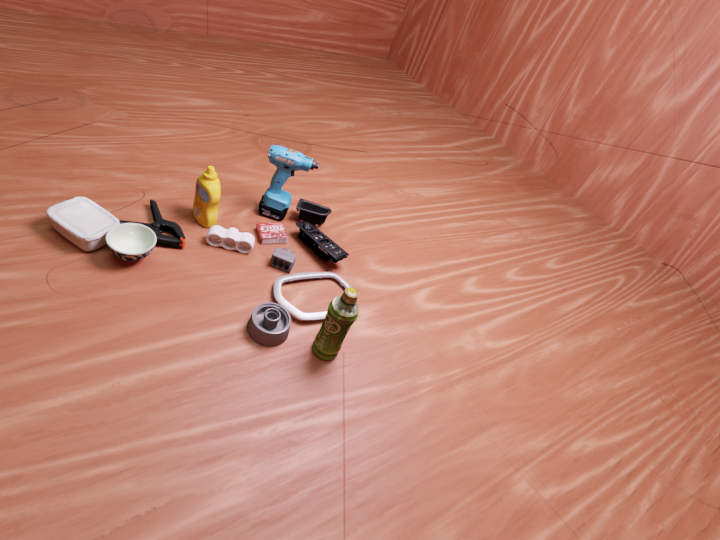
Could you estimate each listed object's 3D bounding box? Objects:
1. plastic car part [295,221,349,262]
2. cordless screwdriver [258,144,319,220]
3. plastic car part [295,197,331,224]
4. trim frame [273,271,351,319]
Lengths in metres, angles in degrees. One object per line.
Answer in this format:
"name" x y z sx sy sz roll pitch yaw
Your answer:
"plastic car part" -0.130 -0.085 1.334 0.064 0.066 0.212 -22 55 -41
"cordless screwdriver" -0.237 -0.275 1.366 0.157 0.246 0.076 18 39 -7
"plastic car part" -0.164 -0.188 1.436 0.116 0.070 0.067 20 39 -2
"trim frame" -0.127 0.065 1.194 0.239 0.027 0.194 -8 47 -30
